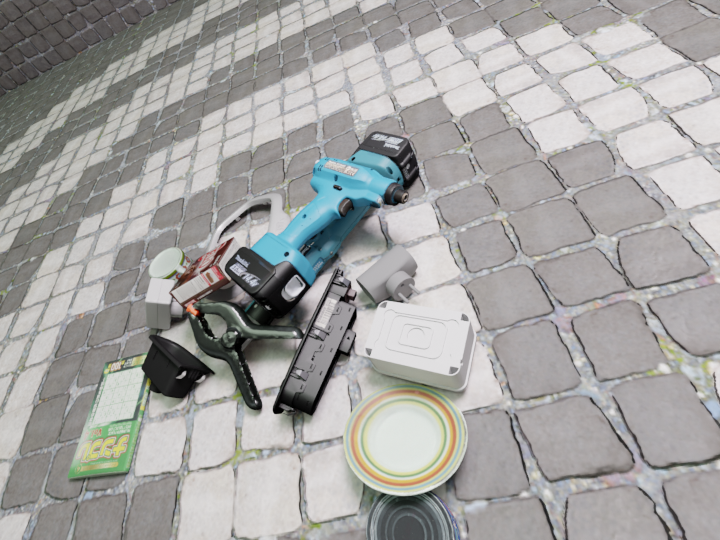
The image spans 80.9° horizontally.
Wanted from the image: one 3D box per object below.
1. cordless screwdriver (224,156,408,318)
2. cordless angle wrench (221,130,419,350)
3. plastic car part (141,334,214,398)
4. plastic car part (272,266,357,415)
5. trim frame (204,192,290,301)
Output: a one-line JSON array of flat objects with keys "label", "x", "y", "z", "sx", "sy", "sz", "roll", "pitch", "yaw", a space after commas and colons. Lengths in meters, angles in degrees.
[{"label": "cordless screwdriver", "x": -0.058, "y": -0.049, "z": 0.582, "sx": 0.168, "sy": 0.070, "sz": 0.248, "roll": 25, "pitch": 70, "yaw": 36}, {"label": "cordless angle wrench", "x": -0.065, "y": -0.042, "z": 0.661, "sx": 0.104, "sy": 0.070, "sz": 0.422, "roll": 28, "pitch": 73, "yaw": 39}, {"label": "plastic car part", "x": -0.288, "y": 0.151, "z": 0.635, "sx": 0.123, "sy": 0.062, "sz": 0.071, "roll": 17, "pitch": 78, "yaw": 38}, {"label": "plastic car part", "x": -0.049, "y": 0.101, "z": 0.554, "sx": 0.068, "sy": 0.065, "sz": 0.203, "roll": 25, "pitch": 65, "yaw": 9}, {"label": "trim frame", "x": -0.205, "y": -0.046, "z": 0.739, "sx": 0.188, "sy": 0.026, "sz": 0.256, "roll": -22, "pitch": 41, "yaw": 21}]
